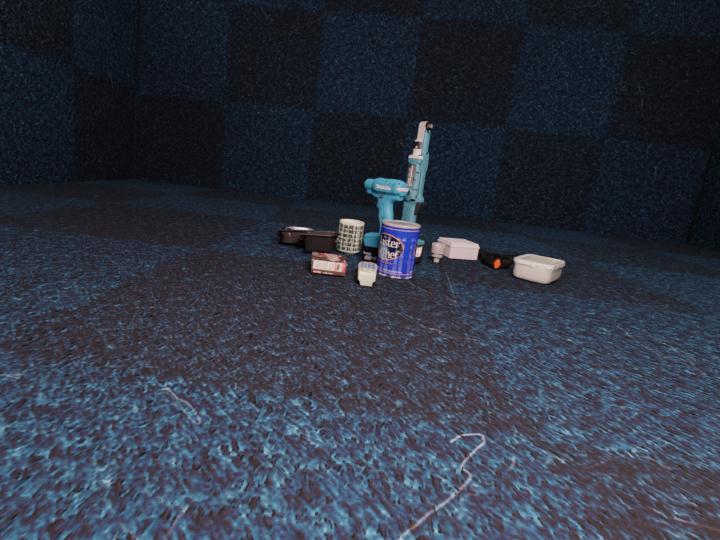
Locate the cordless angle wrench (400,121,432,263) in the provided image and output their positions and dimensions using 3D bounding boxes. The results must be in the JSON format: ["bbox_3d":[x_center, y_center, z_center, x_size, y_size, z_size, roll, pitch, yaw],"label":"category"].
[{"bbox_3d":[0.161,-0.232,1.276,0.071,0.419,0.103,-3,15,-43],"label":"cordless angle wrench"}]

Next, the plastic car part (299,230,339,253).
[{"bbox_3d":[-0.124,-0.081,1.268,0.118,0.070,0.066,8,12,5],"label":"plastic car part"}]

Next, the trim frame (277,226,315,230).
[{"bbox_3d":[-0.191,-0.123,1.502,0.176,0.027,0.262,-3,16,-33],"label":"trim frame"}]

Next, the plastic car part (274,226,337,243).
[{"bbox_3d":[-0.179,-0.110,1.369,0.204,0.066,0.066,7,12,3],"label":"plastic car part"}]

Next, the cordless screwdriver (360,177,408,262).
[{"bbox_3d":[0.052,-0.151,1.259,0.071,0.246,0.168,-4,16,-45],"label":"cordless screwdriver"}]
